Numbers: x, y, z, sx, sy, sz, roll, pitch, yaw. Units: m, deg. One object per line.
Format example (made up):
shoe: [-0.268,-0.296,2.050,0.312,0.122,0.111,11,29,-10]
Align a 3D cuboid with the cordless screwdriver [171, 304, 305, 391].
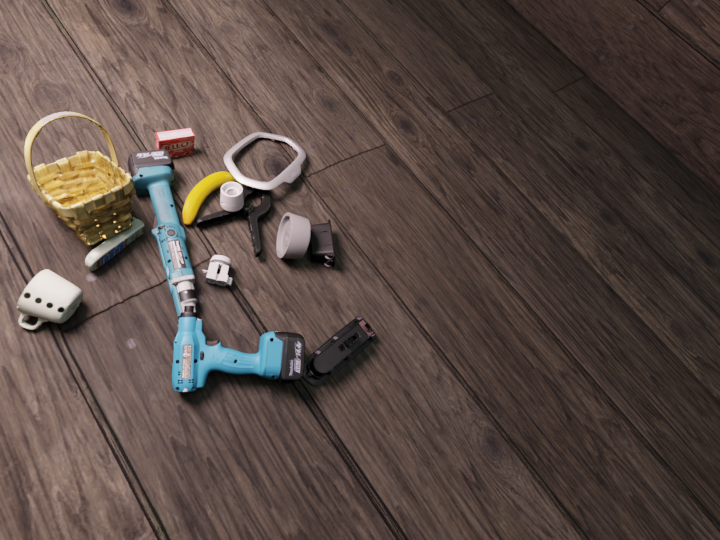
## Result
cordless screwdriver: [-0.236,0.148,0.829,0.242,0.075,0.161,1,77,-17]

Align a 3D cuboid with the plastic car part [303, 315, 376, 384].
plastic car part: [-0.041,0.171,0.914,0.199,0.068,0.067,-35,86,-30]

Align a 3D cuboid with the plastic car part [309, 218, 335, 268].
plastic car part: [-0.101,-0.066,1.036,0.070,0.064,0.121,-6,60,-10]

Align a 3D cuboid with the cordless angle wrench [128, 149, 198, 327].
cordless angle wrench: [-0.413,-0.070,0.915,0.095,0.074,0.436,-13,68,-27]

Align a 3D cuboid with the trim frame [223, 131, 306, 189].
trim frame: [-0.246,-0.291,1.111,0.187,0.027,0.248,27,46,6]
